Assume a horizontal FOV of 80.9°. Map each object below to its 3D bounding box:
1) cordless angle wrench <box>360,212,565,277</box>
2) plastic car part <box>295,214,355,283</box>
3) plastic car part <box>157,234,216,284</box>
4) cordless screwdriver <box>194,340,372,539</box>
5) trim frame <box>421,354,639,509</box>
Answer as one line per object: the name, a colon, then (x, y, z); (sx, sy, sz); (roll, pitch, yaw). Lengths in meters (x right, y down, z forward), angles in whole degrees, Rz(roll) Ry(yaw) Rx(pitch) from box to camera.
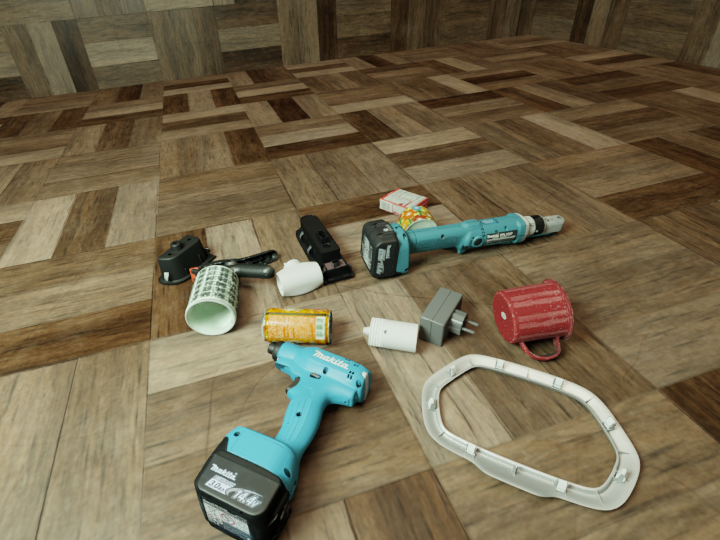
cordless angle wrench: (0.213, -0.068, 0.822); (0.416, 0.095, 0.078); (-9, 40, -12)
plastic car part: (-0.084, -0.055, 0.858); (0.065, 0.064, 0.214); (-22, 37, -13)
plastic car part: (-0.354, -0.030, 0.840); (0.069, 0.069, 0.115); (12, 36, 21)
cordless screwdriver: (-0.106, 0.186, 0.528); (0.166, 0.072, 0.246); (14, 37, 23)
trim frame: (0.202, 0.188, 0.529); (0.259, 0.026, 0.183); (16, 42, 22)
